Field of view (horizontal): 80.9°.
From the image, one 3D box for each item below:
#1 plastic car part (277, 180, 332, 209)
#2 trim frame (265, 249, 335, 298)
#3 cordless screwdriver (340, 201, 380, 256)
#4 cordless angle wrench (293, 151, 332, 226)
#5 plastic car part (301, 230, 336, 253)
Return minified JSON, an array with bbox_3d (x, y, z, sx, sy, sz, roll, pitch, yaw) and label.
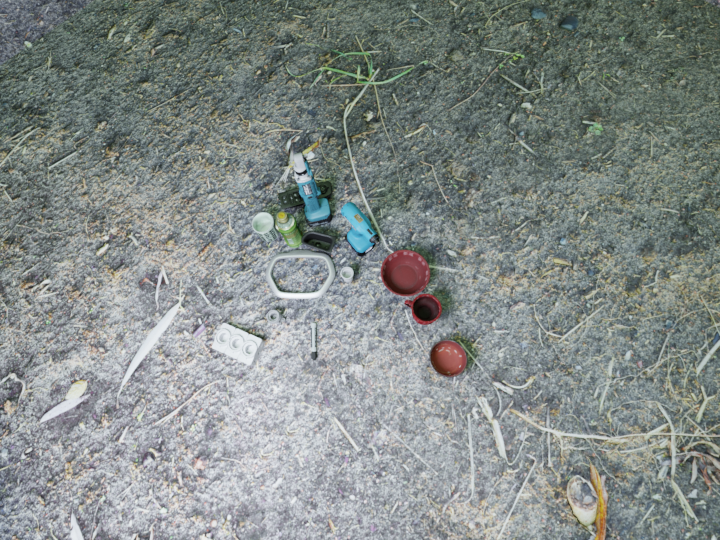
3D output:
[{"bbox_3d":[-0.200,-0.273,1.566,0.203,0.065,0.068,-17,71,2],"label":"plastic car part"},{"bbox_3d":[-0.212,0.010,1.486,0.252,0.027,0.188,-2,70,8],"label":"trim frame"},{"bbox_3d":[0.009,-0.113,1.383,0.074,0.241,0.165,-37,73,-8],"label":"cordless screwdriver"},{"bbox_3d":[-0.166,-0.260,1.371,0.098,0.411,0.076,-13,72,0],"label":"cordless angle wrench"},{"bbox_3d":[-0.146,-0.095,1.492,0.119,0.069,0.066,17,74,12],"label":"plastic car part"}]
